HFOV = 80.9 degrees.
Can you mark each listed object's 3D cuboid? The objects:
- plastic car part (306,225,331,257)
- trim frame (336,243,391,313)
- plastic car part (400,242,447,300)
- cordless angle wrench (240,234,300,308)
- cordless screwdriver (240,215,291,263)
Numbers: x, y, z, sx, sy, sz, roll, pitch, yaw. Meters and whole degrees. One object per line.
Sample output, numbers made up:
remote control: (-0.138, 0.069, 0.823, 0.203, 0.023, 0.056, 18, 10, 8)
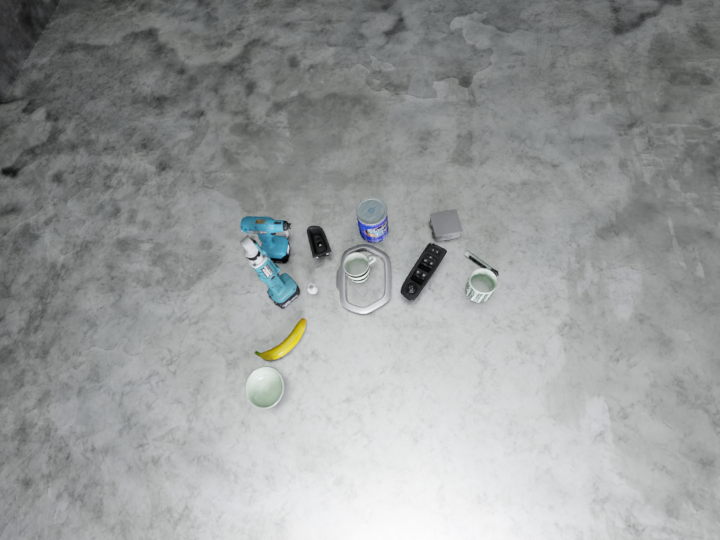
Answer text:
plastic car part: (-0.143, -0.093, 1.458, 0.066, 0.068, 0.121, -18, 64, 0)
trim frame: (0.010, 0.023, 1.399, 0.187, 0.026, 0.254, -3, 65, 9)
plastic car part: (0.196, 0.011, 1.348, 0.069, 0.064, 0.202, 31, 74, 19)
cordless angle wrench: (-0.273, 0.004, 1.249, 0.097, 0.408, 0.077, -41, 69, -11)
cordless screwdriver: (-0.281, -0.103, 1.393, 0.162, 0.240, 0.076, 4, 68, 9)
